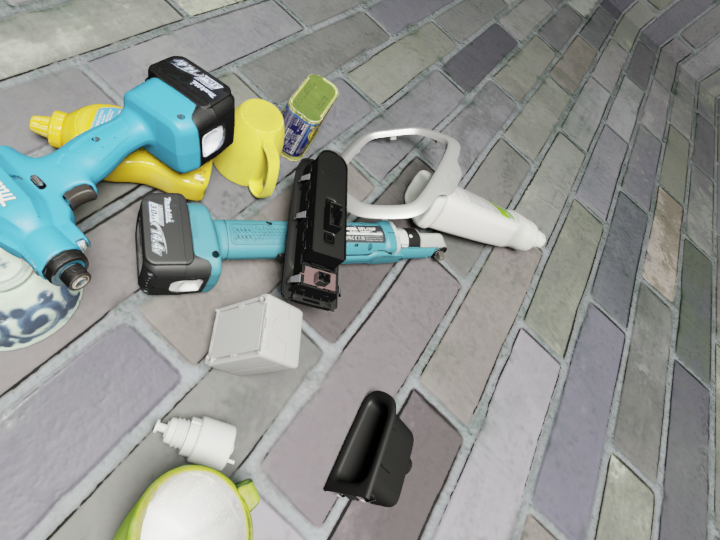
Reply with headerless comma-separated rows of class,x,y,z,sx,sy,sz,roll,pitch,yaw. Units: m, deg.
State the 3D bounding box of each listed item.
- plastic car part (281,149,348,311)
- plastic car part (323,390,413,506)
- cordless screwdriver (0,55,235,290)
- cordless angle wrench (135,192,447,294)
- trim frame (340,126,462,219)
plastic car part,-0.045,-0.062,0.479,0.064,0.067,0.209,12,54,-20
plastic car part,0.024,0.198,0.452,0.069,0.068,0.116,48,48,-17
cordless screwdriver,-0.219,-0.100,0.399,0.163,0.073,0.245,39,58,12
cordless angle wrench,-0.052,-0.034,0.535,0.406,0.075,0.101,-2,65,-30
trim frame,0.051,-0.151,0.624,0.192,0.026,0.248,14,47,22
